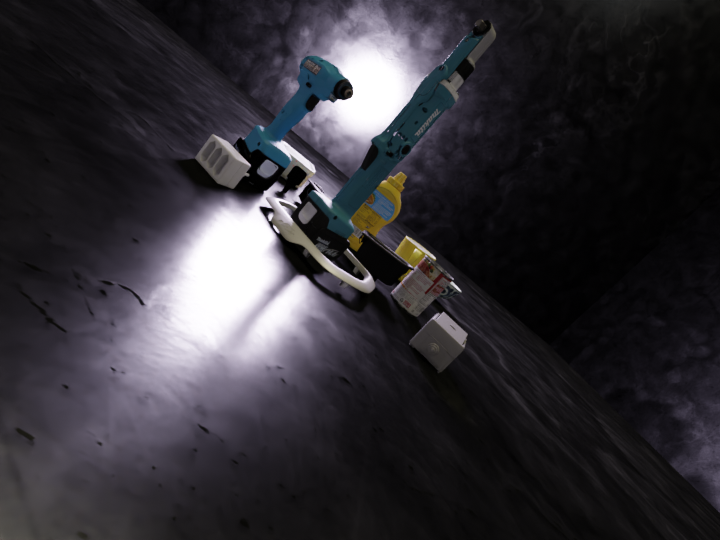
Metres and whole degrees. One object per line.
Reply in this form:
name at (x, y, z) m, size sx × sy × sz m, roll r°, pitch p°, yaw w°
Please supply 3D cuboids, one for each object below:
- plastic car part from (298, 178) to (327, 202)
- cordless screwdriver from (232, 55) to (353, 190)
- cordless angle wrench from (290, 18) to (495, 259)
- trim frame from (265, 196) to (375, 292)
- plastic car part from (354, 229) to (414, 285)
plastic car part at (-0.091, -0.140, 0.866) m, size 0.064 × 0.067 × 0.210 m, roll 36°, pitch 13°, yaw -23°
cordless screwdriver at (-0.120, -0.251, 0.738) m, size 0.070 × 0.249 × 0.168 m, roll 29°, pitch 17°, yaw -44°
cordless angle wrench at (0.053, -0.200, 0.662) m, size 0.092 × 0.424 × 0.078 m, roll 27°, pitch 20°, yaw -50°
trim frame at (-0.067, -0.044, 0.689) m, size 0.174 × 0.027 × 0.262 m, roll 25°, pitch 19°, yaw -52°
plastic car part at (0.033, -0.014, 0.784) m, size 0.118 × 0.071 × 0.065 m, roll 42°, pitch 12°, yaw 4°
